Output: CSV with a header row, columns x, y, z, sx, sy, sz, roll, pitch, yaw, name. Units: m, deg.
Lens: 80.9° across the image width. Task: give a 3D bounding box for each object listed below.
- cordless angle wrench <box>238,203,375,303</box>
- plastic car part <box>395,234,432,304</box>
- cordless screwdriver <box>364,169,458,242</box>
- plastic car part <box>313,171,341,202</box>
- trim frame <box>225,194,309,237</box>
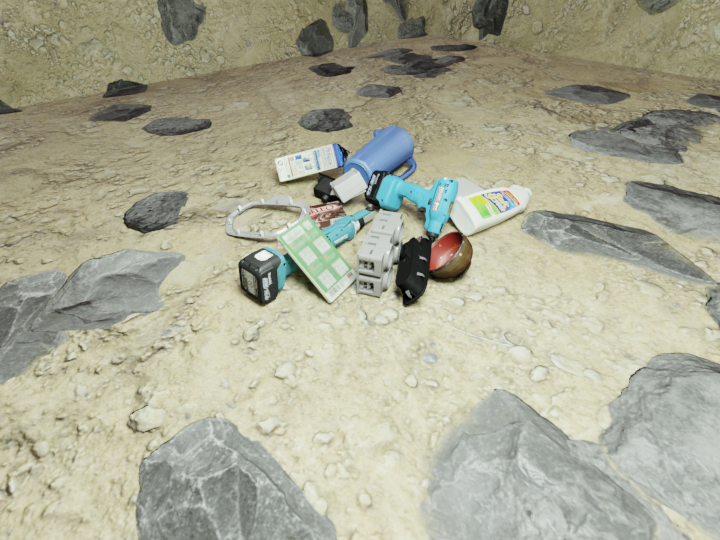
x,y,z,sx,sy,sz,roll,pitch,yaw,name
-0.098,-0.064,1.003,0.078,0.095,0.413,26,42,31,cordless angle wrench
0.113,-0.014,0.914,0.068,0.064,0.206,-25,33,29,plastic car part
0.123,-0.174,1.102,0.263,0.159,0.070,21,5,42,cordless screwdriver
-0.092,-0.229,1.236,0.123,0.063,0.070,30,62,31,plastic car part
-0.254,-0.147,1.136,0.259,0.026,0.184,5,42,27,trim frame
